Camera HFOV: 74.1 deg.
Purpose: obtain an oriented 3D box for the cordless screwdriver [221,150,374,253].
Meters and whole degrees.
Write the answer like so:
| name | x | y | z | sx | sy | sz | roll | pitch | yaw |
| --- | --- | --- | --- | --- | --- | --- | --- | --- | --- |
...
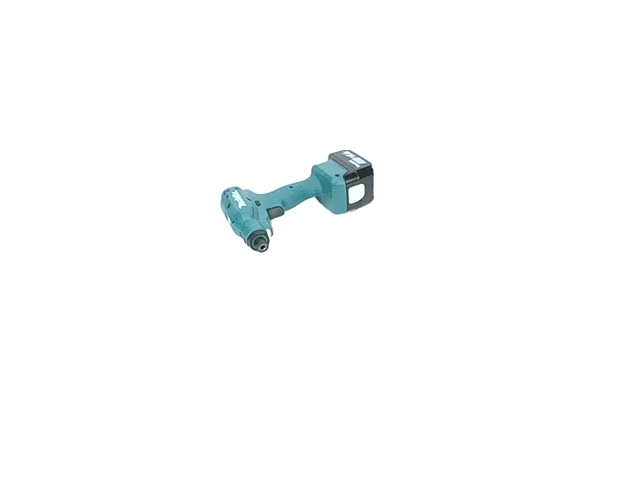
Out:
| name | x | y | z | sx | sy | sz | roll | pitch | yaw |
| --- | --- | --- | --- | --- | --- | --- | --- | --- | --- |
| cordless screwdriver | -0.025 | -0.062 | 0.688 | 0.248 | 0.074 | 0.159 | -19 | 40 | -17 |
